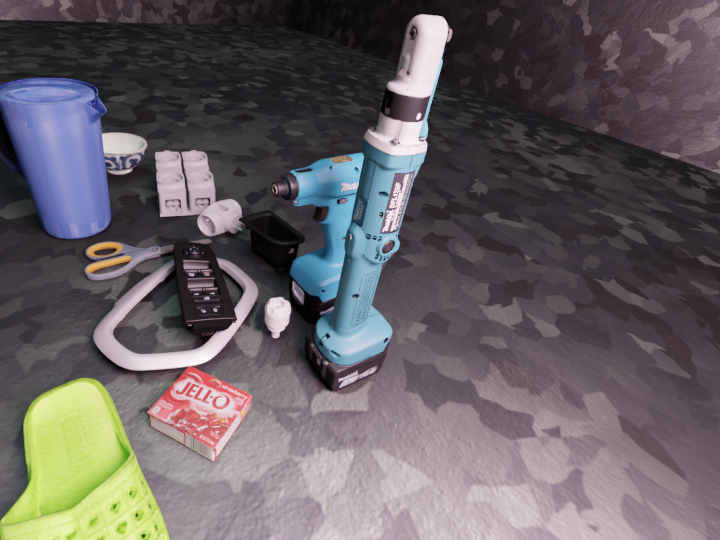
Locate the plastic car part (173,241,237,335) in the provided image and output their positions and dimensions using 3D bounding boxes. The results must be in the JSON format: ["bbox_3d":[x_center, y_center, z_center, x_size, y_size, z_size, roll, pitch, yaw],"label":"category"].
[{"bbox_3d":[-0.231,0.025,0.611,0.064,0.065,0.214,-8,39,-25],"label":"plastic car part"}]

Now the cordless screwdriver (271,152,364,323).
[{"bbox_3d":[-0.057,-0.037,0.583,0.154,0.243,0.078,-18,45,-35],"label":"cordless screwdriver"}]

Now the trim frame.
[{"bbox_3d":[-0.254,0.051,0.605,0.187,0.027,0.250,14,36,7],"label":"trim frame"}]

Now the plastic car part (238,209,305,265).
[{"bbox_3d":[-0.150,-0.046,0.723,0.064,0.069,0.123,-23,47,-39],"label":"plastic car part"}]

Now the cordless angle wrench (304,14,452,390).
[{"bbox_3d":[0.015,-0.039,0.456,0.094,0.414,0.078,-14,43,-33],"label":"cordless angle wrench"}]
